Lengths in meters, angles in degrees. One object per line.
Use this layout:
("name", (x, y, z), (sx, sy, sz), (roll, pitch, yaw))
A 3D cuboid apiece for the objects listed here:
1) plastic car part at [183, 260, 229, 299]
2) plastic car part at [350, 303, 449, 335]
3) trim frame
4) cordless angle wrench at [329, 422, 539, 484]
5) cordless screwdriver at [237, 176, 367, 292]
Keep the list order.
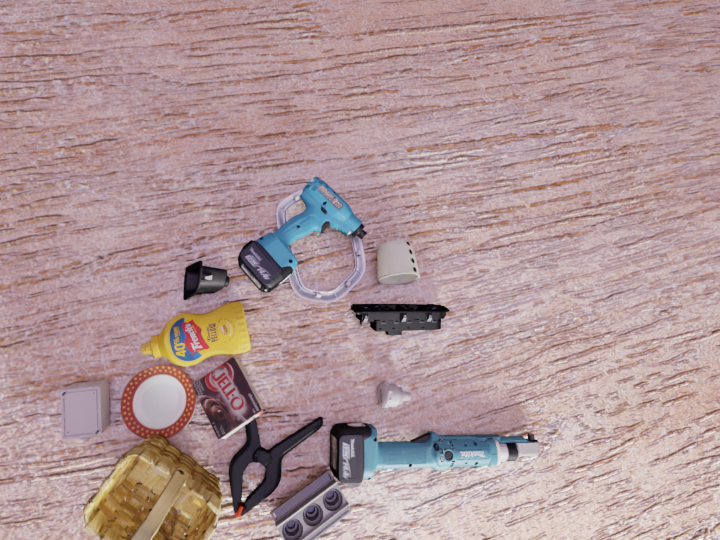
("plastic car part", (-0.285, 0.019, 0.793), (0.067, 0.121, 0.067), (7, 77, -36))
("plastic car part", (0.086, 0.097, 0.858), (0.199, 0.067, 0.067), (-4, 89, -11))
("trim frame", (-0.086, -0.056, 0.883), (0.181, 0.027, 0.251), (-11, 81, -11))
("cordless angle wrench", (0.154, 0.345, 0.809), (0.415, 0.075, 0.099), (4, 78, -12))
("cordless screwdriver", (-0.111, -0.056, 0.832), (0.160, 0.075, 0.247), (43, 70, 1))
